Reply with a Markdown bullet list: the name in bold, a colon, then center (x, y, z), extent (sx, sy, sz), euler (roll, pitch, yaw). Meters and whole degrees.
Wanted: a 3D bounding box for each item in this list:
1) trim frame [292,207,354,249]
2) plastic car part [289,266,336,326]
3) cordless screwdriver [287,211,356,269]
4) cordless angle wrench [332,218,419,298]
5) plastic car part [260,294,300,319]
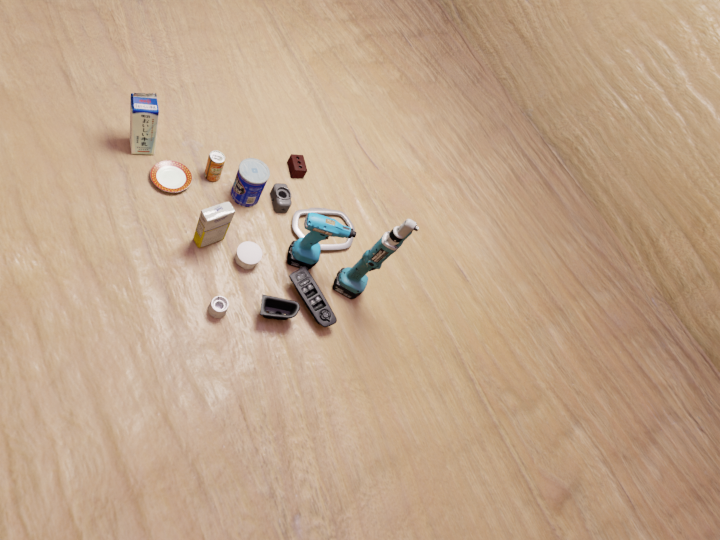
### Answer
- **trim frame**: center (-0.129, -0.152, 1.511), extent (0.239, 0.027, 0.190), euler (-5, 63, -27)
- **plastic car part**: center (-0.153, 0.093, 1.327), extent (0.064, 0.067, 0.208), euler (-27, 75, -35)
- **cordless screwdriver**: center (-0.130, -0.085, 1.331), extent (0.154, 0.250, 0.076), euler (17, 57, -18)
- **cordless angle wrench**: center (0.040, -0.036, 1.269), extent (0.096, 0.426, 0.075), euler (32, 54, -10)
- **plastic car part**: center (-0.247, 0.122, 1.264), extent (0.113, 0.071, 0.068), euler (13, 58, -19)
